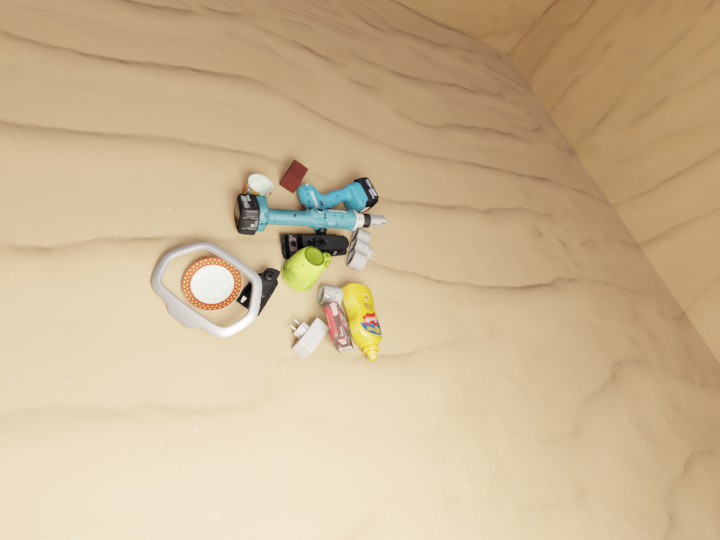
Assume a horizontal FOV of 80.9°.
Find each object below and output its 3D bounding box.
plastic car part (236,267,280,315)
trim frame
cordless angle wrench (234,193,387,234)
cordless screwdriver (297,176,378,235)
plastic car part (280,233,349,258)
[{"bbox_3d":[-0.225,0.034,0.976,0.065,0.071,0.117,35,48,-7],"label":"plastic car part"},{"bbox_3d":[-0.327,0.036,0.907,0.252,0.027,0.183,33,60,7],"label":"trim frame"},{"bbox_3d":[-0.116,-0.141,1.125,0.408,0.073,0.103,0,38,-23],"label":"cordless angle wrench"},{"bbox_3d":[-0.058,-0.190,1.253,0.240,0.075,0.162,-16,76,-35],"label":"cordless screwdriver"},{"bbox_3d":[-0.110,-0.072,1.129,0.194,0.069,0.068,-2,72,-37],"label":"plastic car part"}]
